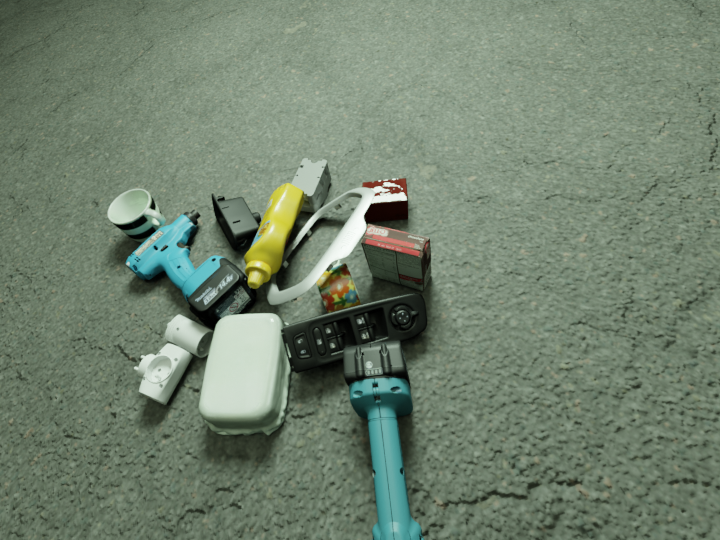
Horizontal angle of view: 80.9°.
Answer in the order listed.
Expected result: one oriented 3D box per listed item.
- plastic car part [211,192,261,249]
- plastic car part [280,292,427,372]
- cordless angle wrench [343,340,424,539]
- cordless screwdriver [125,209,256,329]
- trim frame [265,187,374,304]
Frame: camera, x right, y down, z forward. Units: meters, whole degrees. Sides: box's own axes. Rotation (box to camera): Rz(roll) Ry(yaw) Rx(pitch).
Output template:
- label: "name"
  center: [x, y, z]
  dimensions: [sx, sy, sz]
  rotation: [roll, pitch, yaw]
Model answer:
- label: "plastic car part"
  center: [-0.222, -0.093, 0.780]
  dimensions: [0.069, 0.064, 0.122]
  rotation: [-25, 57, -23]
- label: "plastic car part"
  center: [-0.005, 0.085, 0.598]
  dimensions: [0.203, 0.066, 0.067]
  rotation: [-16, 80, 2]
- label: "cordless angle wrench"
  center: [0.040, 0.290, 0.438]
  dimensions: [0.075, 0.093, 0.437]
  rotation: [-11, 58, 7]
- label: "cordless screwdriver"
  center: [-0.279, -0.014, 0.729]
  dimensions: [0.262, 0.071, 0.158]
  rotation: [26, 65, 31]
- label: "trim frame"
  center: [-0.066, -0.043, 0.671]
  dimensions: [0.192, 0.026, 0.248]
  rotation: [-4, 45, 53]
